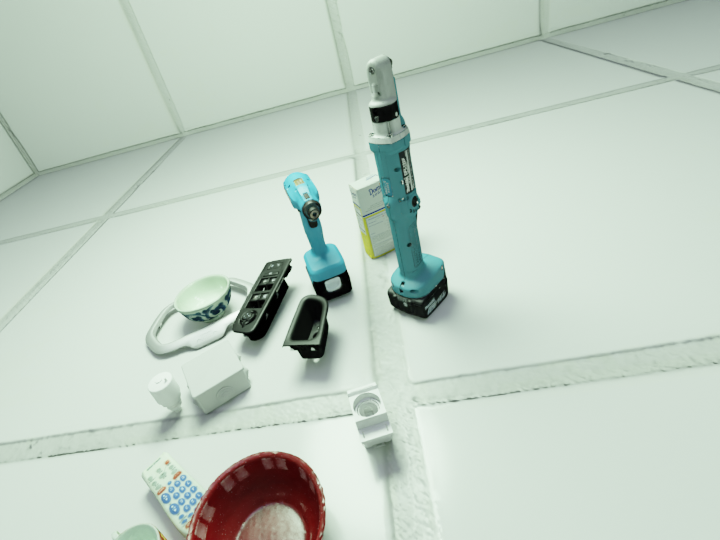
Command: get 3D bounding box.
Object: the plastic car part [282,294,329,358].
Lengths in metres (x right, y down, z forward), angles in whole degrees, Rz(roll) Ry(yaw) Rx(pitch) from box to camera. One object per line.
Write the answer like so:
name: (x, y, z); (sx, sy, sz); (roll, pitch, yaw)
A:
plastic car part: (-0.080, 0.104, 0.722); (0.068, 0.068, 0.118); (-6, 35, 15)

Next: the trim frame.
trim frame: (-0.333, 0.091, 0.891); (0.245, 0.026, 0.194); (-26, 35, -12)

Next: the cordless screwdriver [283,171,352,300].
cordless screwdriver: (-0.077, -0.050, 0.786); (0.074, 0.239, 0.167); (-20, 33, -8)

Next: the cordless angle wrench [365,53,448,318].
cordless angle wrench: (0.064, -0.111, 0.659); (0.078, 0.406, 0.096); (18, 44, 41)

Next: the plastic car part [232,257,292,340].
plastic car part: (-0.189, 0.060, 0.836); (0.068, 0.064, 0.205); (-3, 36, 19)
